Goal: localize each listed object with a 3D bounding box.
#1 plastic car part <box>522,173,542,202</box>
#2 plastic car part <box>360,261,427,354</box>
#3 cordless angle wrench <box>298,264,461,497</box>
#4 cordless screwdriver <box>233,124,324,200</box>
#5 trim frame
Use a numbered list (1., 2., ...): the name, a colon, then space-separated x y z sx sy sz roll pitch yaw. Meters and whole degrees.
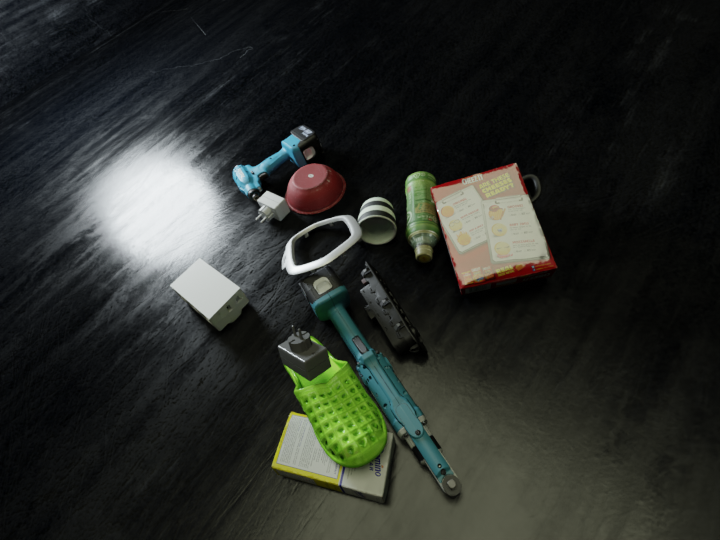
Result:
1. plastic car part: 0.312 -0.139 0.865 0.117 0.068 0.068 -29 68 8
2. plastic car part: 0.050 0.076 0.789 0.067 0.063 0.214 -36 52 0
3. cordless angle wrench: 0.025 0.169 0.717 0.074 0.094 0.445 -31 55 -9
4. cordless screwdriver: -0.215 -0.280 1.126 0.248 0.070 0.168 -32 45 -5
5. trim frame: -0.087 -0.057 0.891 0.184 0.026 0.257 -26 26 1
